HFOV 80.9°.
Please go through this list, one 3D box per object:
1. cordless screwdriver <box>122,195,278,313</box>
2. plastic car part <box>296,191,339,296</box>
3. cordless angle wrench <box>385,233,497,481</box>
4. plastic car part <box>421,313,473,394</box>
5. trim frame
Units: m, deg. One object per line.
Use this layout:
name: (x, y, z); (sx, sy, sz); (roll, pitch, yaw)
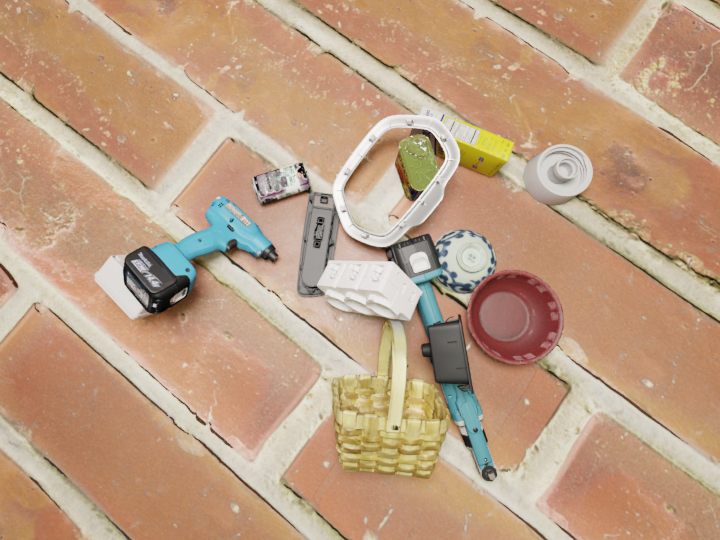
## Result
cordless screwdriver: (-0.267, -0.020, 0.733); (0.161, 0.074, 0.245); (40, 48, 5)
plastic car part: (-0.077, -0.050, 0.787); (0.066, 0.067, 0.204); (9, 84, -6)
cordless angle wrench: (0.149, 0.148, 0.734); (0.074, 0.097, 0.426); (-18, 85, -3)
plastic car part: (0.134, 0.131, 0.669); (0.072, 0.064, 0.117); (-12, 86, 11)
trim frame: (0.055, -0.159, 0.739); (0.191, 0.026, 0.249); (44, 102, 18)
